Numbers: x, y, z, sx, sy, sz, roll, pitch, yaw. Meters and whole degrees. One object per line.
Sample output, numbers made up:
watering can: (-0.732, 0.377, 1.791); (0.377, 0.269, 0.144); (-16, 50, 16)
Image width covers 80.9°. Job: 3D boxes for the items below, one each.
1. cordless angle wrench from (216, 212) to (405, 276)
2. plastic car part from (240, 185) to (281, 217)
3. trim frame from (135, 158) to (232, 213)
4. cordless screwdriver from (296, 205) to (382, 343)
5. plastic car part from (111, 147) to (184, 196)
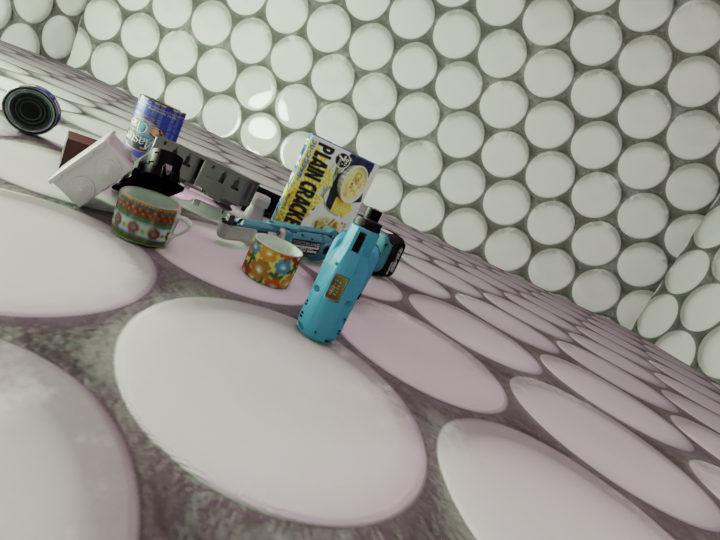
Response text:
cordless angle wrench: (-0.077, -0.050, 0.784); (0.401, 0.097, 0.079); (5, 23, -46)
plastic car part: (-0.244, -0.163, 0.990); (0.075, 0.066, 0.110); (17, 1, 38)
trim frame: (-0.354, -0.162, 0.787); (0.237, 0.027, 0.193); (25, 5, -28)
cordless screwdriver: (-0.013, -0.014, 0.567); (0.075, 0.159, 0.248); (26, 10, -1)
plastic car part: (-0.297, -0.135, 0.605); (0.063, 0.067, 0.213); (28, -10, -36)
